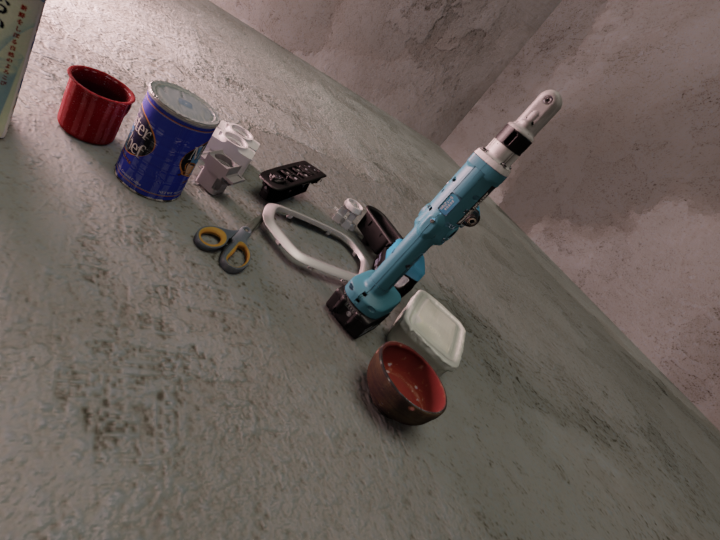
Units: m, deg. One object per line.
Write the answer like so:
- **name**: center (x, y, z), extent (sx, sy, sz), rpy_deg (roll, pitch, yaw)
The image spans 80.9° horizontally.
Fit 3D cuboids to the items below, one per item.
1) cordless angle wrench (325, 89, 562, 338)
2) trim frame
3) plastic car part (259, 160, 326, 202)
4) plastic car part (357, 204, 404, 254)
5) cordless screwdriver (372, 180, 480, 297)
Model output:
- **cordless angle wrench**: center (0.109, -0.067, 0.594), extent (0.077, 0.425, 0.094), rpy_deg (49, 27, 16)
- **trim frame**: center (-0.077, -0.050, 0.788), extent (0.236, 0.027, 0.193), rpy_deg (19, 31, -34)
- **plastic car part**: center (-0.148, -0.181, 0.868), extent (0.067, 0.067, 0.199), rpy_deg (41, 26, 4)
- **plastic car part**: center (0.036, -0.079, 0.931), extent (0.063, 0.071, 0.122), rpy_deg (5, 41, -50)
- **cordless screwdriver**: center (0.123, -0.050, 0.787), extent (0.073, 0.250, 0.162), rpy_deg (34, 26, -14)
